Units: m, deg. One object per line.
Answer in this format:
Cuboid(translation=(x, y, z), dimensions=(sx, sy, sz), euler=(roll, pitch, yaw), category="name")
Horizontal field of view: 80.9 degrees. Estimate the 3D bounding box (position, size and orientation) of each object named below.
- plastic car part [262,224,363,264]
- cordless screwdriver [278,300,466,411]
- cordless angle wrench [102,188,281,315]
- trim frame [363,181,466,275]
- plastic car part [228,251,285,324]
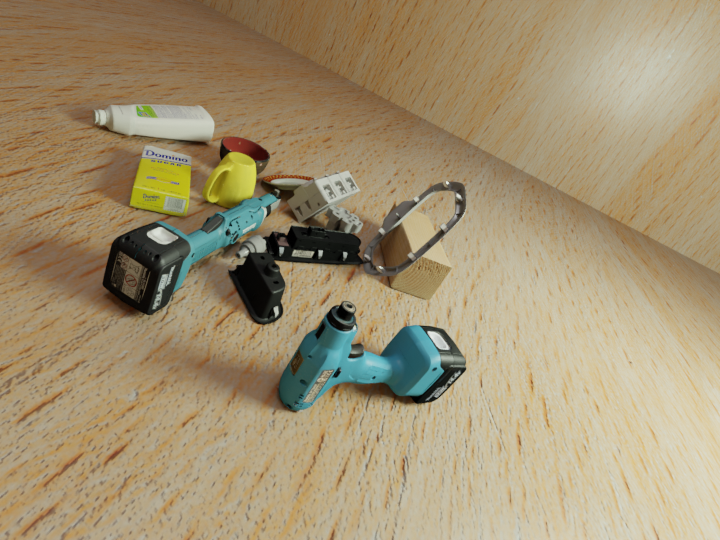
Cuboid(translation=(-0.078, -0.051, 0.802), dimensions=(0.193, 0.066, 0.070), euler=(9, 28, -33), category="plastic car part")
Cuboid(translation=(0.030, 0.106, 0.540), dimensions=(0.237, 0.158, 0.078), euler=(7, 36, -34), category="cordless screwdriver")
Cuboid(translation=(-0.228, -0.068, 0.695), dimensions=(0.075, 0.097, 0.421), euler=(29, 26, 2), category="cordless angle wrench")
Cuboid(translation=(0.098, -0.083, 0.814), dimensions=(0.026, 0.249, 0.191), euler=(41, 10, -27), category="trim frame")
Cuboid(translation=(-0.144, 0.015, 0.636), dimensions=(0.063, 0.070, 0.123), euler=(0, 37, -37), category="plastic car part")
